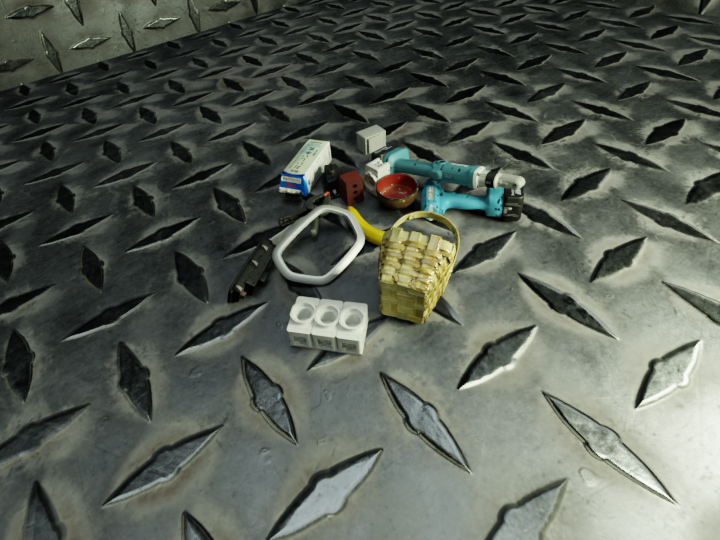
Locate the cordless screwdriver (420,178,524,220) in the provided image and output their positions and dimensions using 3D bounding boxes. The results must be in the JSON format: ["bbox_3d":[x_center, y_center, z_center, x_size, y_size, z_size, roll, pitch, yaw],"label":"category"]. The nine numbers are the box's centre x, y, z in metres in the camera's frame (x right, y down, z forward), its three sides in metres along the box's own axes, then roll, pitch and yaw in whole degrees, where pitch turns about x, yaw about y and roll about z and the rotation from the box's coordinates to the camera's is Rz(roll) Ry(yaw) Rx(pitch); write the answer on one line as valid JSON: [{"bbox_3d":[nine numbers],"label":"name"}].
[{"bbox_3d":[0.287,-0.197,1.109,0.255,0.071,0.162,1,42,13],"label":"cordless screwdriver"}]

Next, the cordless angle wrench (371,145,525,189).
[{"bbox_3d":[0.215,-0.264,1.121,0.447,0.072,0.096,22,44,40],"label":"cordless angle wrench"}]

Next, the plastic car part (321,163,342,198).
[{"bbox_3d":[-0.083,-0.270,1.233,0.066,0.068,0.121,-8,42,0],"label":"plastic car part"}]

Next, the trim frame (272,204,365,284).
[{"bbox_3d":[-0.101,-0.066,1.036,0.190,0.027,0.247,33,65,17],"label":"trim frame"}]

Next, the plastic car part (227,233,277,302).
[{"bbox_3d":[-0.247,-0.007,1.006,0.067,0.065,0.206,15,49,1],"label":"plastic car part"}]
